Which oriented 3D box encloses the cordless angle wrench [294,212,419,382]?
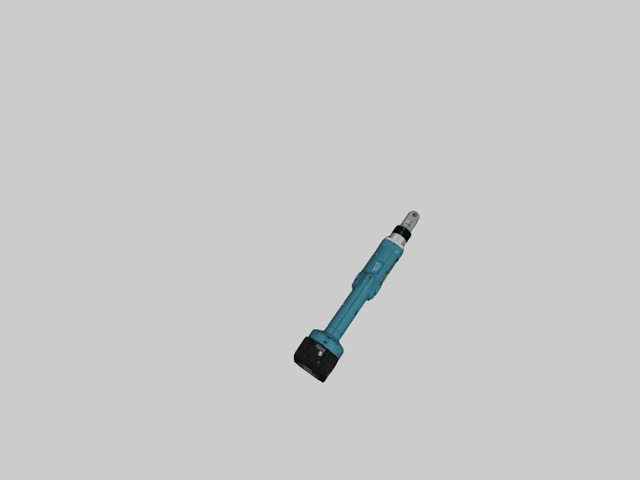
[{"bbox_3d":[0.097,0.094,0.887,0.074,0.421,0.098,33,-22,13],"label":"cordless angle wrench"}]
